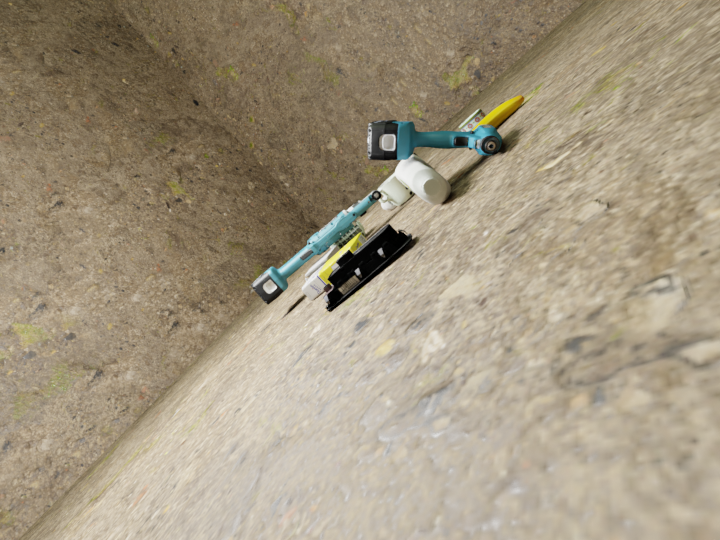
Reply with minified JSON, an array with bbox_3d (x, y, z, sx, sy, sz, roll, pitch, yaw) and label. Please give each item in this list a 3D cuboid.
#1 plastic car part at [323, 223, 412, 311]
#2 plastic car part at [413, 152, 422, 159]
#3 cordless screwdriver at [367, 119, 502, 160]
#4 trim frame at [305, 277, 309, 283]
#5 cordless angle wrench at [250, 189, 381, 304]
[{"bbox_3d":[0.003,-0.013,0.741,0.206,0.067,0.065,-36,1,23],"label":"plastic car part"},{"bbox_3d":[0.182,-0.361,1.547,0.117,0.064,0.073,-43,20,22],"label":"plastic car part"},{"bbox_3d":[0.138,-0.249,0.814,0.255,0.073,0.159,4,23,13],"label":"cordless screwdriver"},{"bbox_3d":[-0.088,-0.043,1.331,0.247,0.027,0.187,-48,10,-18],"label":"trim frame"},{"bbox_3d":[-0.111,-0.073,1.140,0.424,0.074,0.099,-40,8,7],"label":"cordless angle wrench"}]
